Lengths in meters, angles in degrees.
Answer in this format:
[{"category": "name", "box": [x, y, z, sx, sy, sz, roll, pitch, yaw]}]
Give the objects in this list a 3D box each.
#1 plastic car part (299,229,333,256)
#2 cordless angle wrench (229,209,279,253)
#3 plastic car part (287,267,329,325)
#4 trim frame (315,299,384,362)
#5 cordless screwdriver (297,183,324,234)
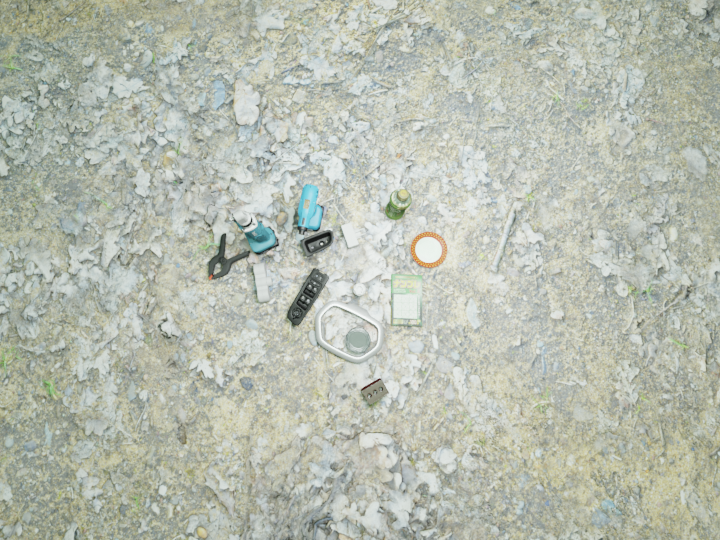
[{"category": "plastic car part", "box": [-0.145, -0.095, 1.486, 0.116, 0.070, 0.067, -23, 83, -3]}, {"category": "cordless angle wrench", "box": [-0.333, -0.126, 1.324, 0.097, 0.419, 0.075, -26, 86, -5]}, {"category": "plastic car part", "box": [-0.184, 0.092, 1.458, 0.067, 0.066, 0.203, 31, 83, 4]}, {"category": "trim frame", "box": [-0.040, 0.207, 1.451, 0.252, 0.027, 0.184, 25, 82, 6]}, {"category": "cordless screwdriver", "box": [-0.173, -0.177, 1.413, 0.074, 0.246, 0.160, 11, 82, -1]}]
